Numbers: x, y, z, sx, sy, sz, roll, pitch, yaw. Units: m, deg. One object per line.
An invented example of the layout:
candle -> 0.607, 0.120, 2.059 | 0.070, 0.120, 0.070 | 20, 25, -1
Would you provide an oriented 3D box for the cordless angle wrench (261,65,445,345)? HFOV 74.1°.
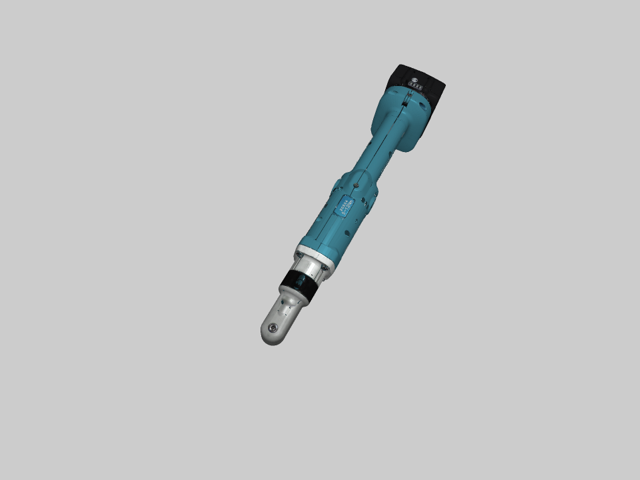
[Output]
cordless angle wrench -> 0.042, -0.055, 0.540 | 0.074, 0.421, 0.098 | 28, -25, 8
